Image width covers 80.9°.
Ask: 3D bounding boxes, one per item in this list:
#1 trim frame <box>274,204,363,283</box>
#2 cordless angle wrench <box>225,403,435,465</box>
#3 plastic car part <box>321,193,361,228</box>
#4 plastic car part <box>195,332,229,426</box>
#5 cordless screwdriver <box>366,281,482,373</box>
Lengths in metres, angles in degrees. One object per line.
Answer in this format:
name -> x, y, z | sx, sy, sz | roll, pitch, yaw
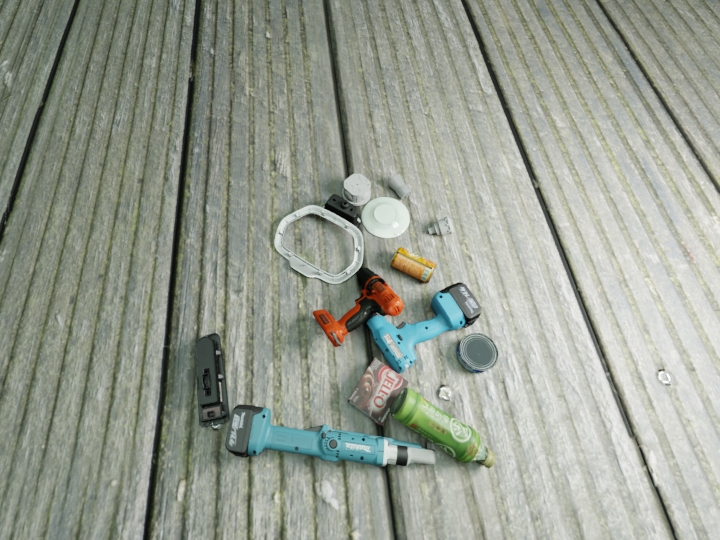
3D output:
trim frame -> -0.108, -0.070, 1.102 | 0.255, 0.027, 0.184 | 31, 78, 14
cordless angle wrench -> -0.059, 0.356, 0.870 | 0.425, 0.072, 0.100 | 7, 64, 3
plastic car part -> -0.048, -0.165, 1.136 | 0.121, 0.069, 0.066 | 31, 68, 18
plastic car part -> -0.341, 0.235, 0.945 | 0.066, 0.064, 0.210 | -15, 61, -1
cordless screwdriver -> 0.142, 0.110, 0.989 | 0.247, 0.072, 0.166 | -30, 66, -10
